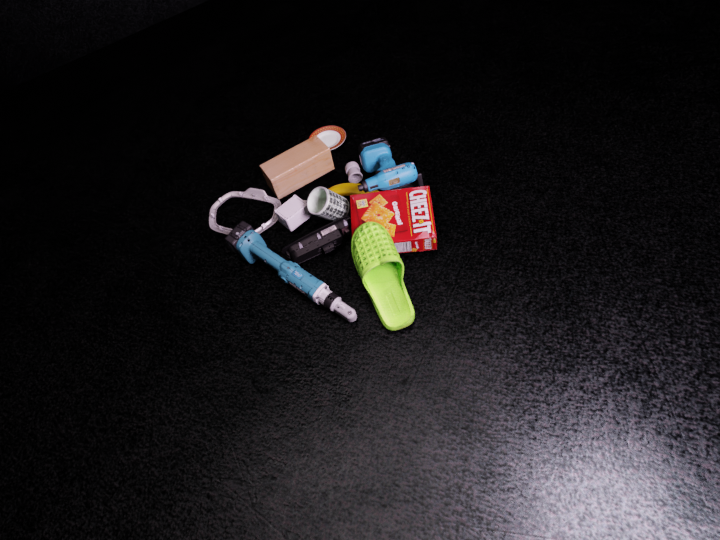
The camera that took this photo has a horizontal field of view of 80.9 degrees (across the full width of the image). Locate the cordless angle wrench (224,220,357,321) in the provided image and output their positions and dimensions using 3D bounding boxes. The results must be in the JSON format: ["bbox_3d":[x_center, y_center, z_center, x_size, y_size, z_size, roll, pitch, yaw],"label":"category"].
[{"bbox_3d":[-0.180,0.007,1.088,0.444,0.094,0.074,32,70,28],"label":"cordless angle wrench"}]

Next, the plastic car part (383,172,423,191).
[{"bbox_3d":[0.113,-0.241,1.208,0.116,0.063,0.074,-20,37,0],"label":"plastic car part"}]

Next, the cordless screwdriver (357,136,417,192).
[{"bbox_3d":[0.045,-0.297,1.210,0.159,0.071,0.260,-19,35,-3],"label":"cordless screwdriver"}]

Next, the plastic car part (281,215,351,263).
[{"bbox_3d":[-0.112,-0.073,1.141,0.203,0.064,0.069,-22,70,0],"label":"plastic car part"}]

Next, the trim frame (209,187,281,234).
[{"bbox_3d":[-0.362,-0.183,1.309,0.259,0.026,0.185,12,58,24],"label":"trim frame"}]
